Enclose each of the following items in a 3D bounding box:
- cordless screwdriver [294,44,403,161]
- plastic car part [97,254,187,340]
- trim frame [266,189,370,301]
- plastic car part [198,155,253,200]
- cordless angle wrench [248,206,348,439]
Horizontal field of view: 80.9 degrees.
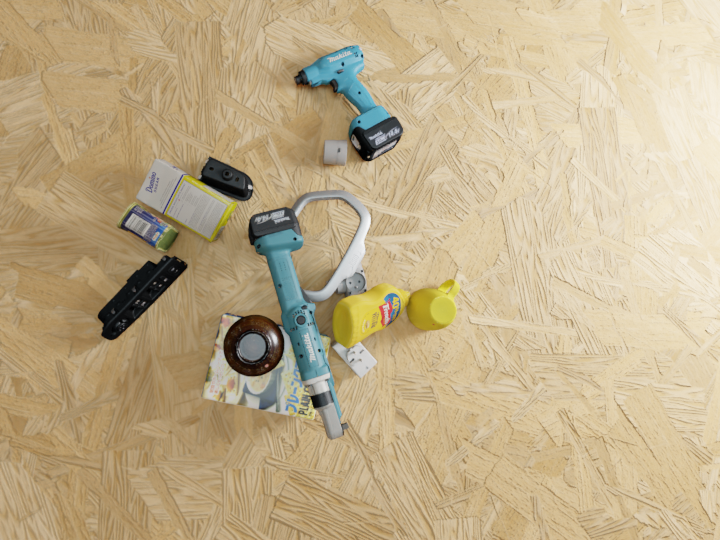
[{"bbox_3d":[-0.026,-0.354,0.908,0.158,0.074,0.252,-26,82,-9],"label":"cordless screwdriver"},{"bbox_3d":[-0.433,0.044,0.818,0.068,0.065,0.202,36,80,7],"label":"plastic car part"},{"bbox_3d":[-0.084,-0.055,0.863,0.190,0.027,0.249,25,79,15],"label":"trim frame"},{"bbox_3d":[-0.274,-0.190,0.861,0.116,0.071,0.066,22,83,-1],"label":"plastic car part"},{"bbox_3d":[-0.111,0.092,0.781,0.096,0.074,0.431,-15,77,-14],"label":"cordless angle wrench"}]
